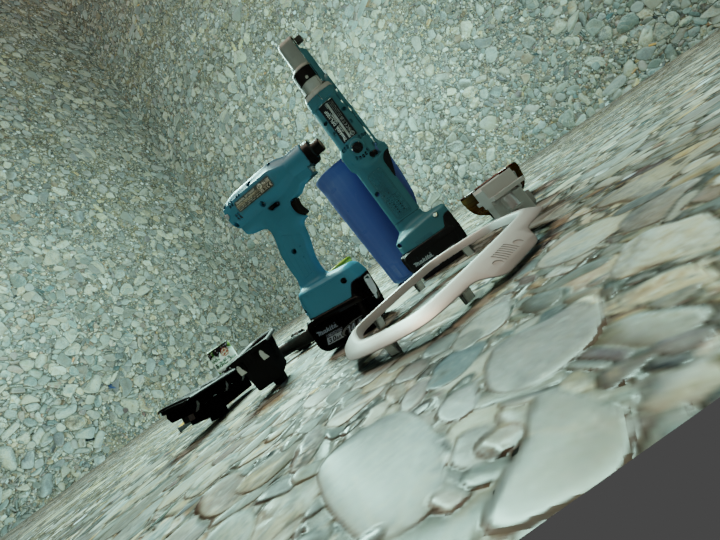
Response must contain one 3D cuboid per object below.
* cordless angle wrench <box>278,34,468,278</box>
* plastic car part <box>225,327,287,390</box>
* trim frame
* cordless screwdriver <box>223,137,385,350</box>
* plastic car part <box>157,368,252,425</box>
[{"bbox_3d":[0.002,-0.183,0.643,0.099,0.427,0.073,-37,-5,13],"label":"cordless angle wrench"},{"bbox_3d":[-0.132,0.129,0.595,0.066,0.071,0.116,-35,-1,0],"label":"plastic car part"},{"bbox_3d":[0.079,0.011,0.407,0.243,0.028,0.187,-36,1,-33],"label":"trim frame"},{"bbox_3d":[-0.053,-0.035,0.545,0.161,0.251,0.073,-37,-5,18],"label":"cordless screwdriver"},{"bbox_3d":[-0.235,0.202,0.701,0.067,0.067,0.200,-36,0,15],"label":"plastic car part"}]
